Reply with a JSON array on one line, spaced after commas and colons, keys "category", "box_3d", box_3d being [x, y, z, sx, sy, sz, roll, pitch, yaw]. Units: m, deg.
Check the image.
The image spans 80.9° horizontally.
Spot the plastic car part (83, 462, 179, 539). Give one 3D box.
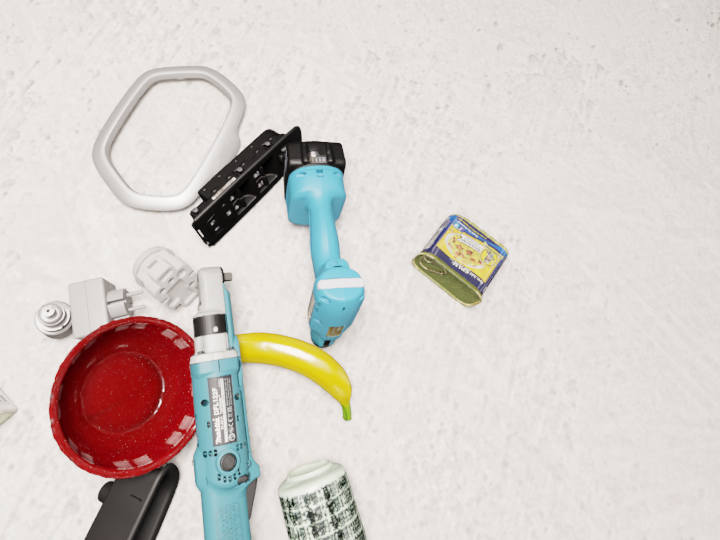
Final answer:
[{"category": "plastic car part", "box_3d": [-0.250, 0.257, 0.451, 0.072, 0.064, 0.118, 13, 68, 10]}]

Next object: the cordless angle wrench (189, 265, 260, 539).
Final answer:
[{"category": "cordless angle wrench", "box_3d": [-0.144, 0.202, 0.450, 0.094, 0.076, 0.431, -3, 74, -27]}]

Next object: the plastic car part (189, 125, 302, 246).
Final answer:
[{"category": "plastic car part", "box_3d": [-0.158, -0.127, 0.583, 0.070, 0.063, 0.202, 35, 72, 29]}]

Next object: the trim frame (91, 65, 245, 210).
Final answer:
[{"category": "trim frame", "box_3d": [-0.268, -0.196, 0.607, 0.184, 0.027, 0.250, 20, 70, 1]}]

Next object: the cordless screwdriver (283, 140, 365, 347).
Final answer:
[{"category": "cordless screwdriver", "box_3d": [-0.052, -0.034, 0.537, 0.073, 0.157, 0.258, -2, 58, -15]}]
